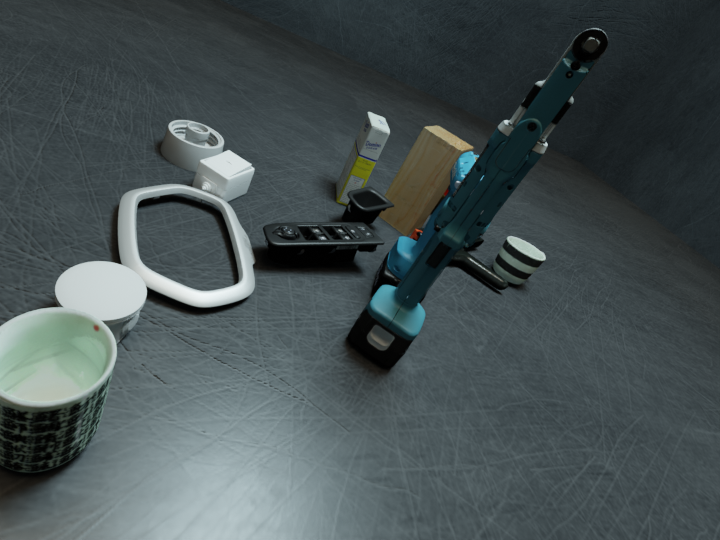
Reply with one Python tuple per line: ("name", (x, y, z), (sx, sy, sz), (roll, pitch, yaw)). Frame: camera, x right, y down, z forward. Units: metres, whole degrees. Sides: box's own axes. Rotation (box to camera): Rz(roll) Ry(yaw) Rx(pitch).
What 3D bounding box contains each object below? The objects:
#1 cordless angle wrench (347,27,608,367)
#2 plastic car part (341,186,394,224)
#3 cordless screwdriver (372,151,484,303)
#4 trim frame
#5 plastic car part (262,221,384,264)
("cordless angle wrench", (0.116, -0.057, 0.481), (0.076, 0.421, 0.097), (35, 32, 6))
("plastic car part", (0.001, -0.112, 0.807), (0.068, 0.070, 0.113), (40, 34, 17))
("cordless screwdriver", (0.113, -0.067, 0.657), (0.074, 0.248, 0.160), (29, 32, -4))
("trim frame", (-0.231, -0.043, 0.577), (0.176, 0.027, 0.261), (4, 39, -33))
("plastic car part", (-0.065, -0.042, 0.662), (0.194, 0.067, 0.070), (0, 42, -37))
